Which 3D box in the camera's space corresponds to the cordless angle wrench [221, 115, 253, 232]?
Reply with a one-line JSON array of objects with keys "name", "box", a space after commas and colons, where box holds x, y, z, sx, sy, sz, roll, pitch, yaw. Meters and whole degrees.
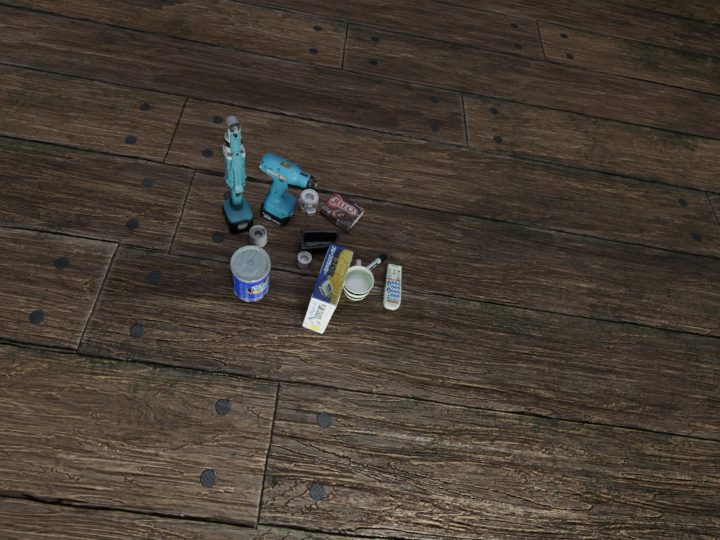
[{"name": "cordless angle wrench", "box": [-0.328, -0.243, 1.108, 0.073, 0.418, 0.101, -17, 70, -21]}]

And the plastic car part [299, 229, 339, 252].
[{"name": "plastic car part", "box": [-0.122, -0.080, 1.250, 0.114, 0.070, 0.068, -3, 64, -12]}]

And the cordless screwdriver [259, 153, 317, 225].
[{"name": "cordless screwdriver", "box": [-0.211, -0.218, 1.211, 0.160, 0.246, 0.075, 27, 61, 2]}]
